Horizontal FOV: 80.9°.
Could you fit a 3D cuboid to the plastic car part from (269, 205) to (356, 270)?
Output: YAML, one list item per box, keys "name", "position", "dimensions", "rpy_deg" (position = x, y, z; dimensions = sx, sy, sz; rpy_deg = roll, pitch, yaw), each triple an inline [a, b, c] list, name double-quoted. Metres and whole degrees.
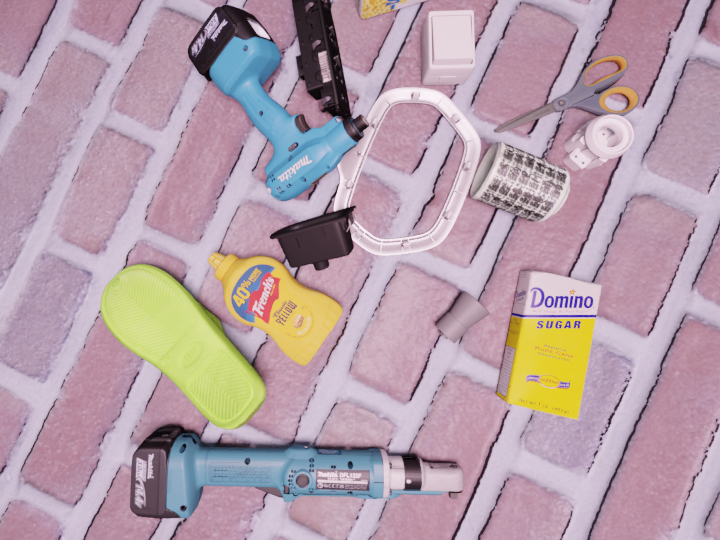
- name: "plastic car part"
  position: [-0.056, -0.037, 0.573]
  dimensions: [0.119, 0.065, 0.070]
  rpy_deg: [-17, 103, 20]

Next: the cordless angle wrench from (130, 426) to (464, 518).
- name: "cordless angle wrench"
  position: [-0.077, 0.265, 0.556]
  dimensions: [0.423, 0.074, 0.098]
  rpy_deg: [1, 88, 0]

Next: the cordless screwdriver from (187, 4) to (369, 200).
- name: "cordless screwdriver"
  position: [-0.108, -0.232, 0.556]
  dimensions: [0.162, 0.072, 0.250]
  rpy_deg: [-32, 88, 28]

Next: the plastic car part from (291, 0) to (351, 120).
- name: "plastic car part"
  position: [-0.058, -0.311, 0.595]
  dimensions: [0.069, 0.064, 0.203]
  rpy_deg: [-7, 88, 24]

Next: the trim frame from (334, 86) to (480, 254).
- name: "trim frame"
  position: [0.062, -0.140, 0.593]
  dimensions: [0.186, 0.027, 0.248]
  rpy_deg: [23, 90, 5]
